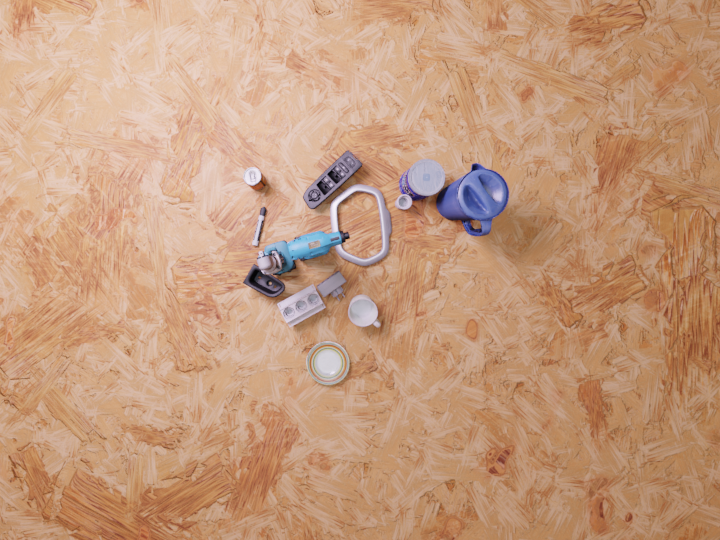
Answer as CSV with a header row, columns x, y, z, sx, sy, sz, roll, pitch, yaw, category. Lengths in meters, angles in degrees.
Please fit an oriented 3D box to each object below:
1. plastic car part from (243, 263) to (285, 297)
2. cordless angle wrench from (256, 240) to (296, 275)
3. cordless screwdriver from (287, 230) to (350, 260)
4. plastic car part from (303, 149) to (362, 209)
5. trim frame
x,y,z,sx,sy,sz,roll,pitch,yaw,category
-0.280,0.036,1.260,0.116,0.071,0.066,30,90,-2,plastic car part
-0.221,-0.026,1.085,0.074,0.426,0.097,-18,95,-4,cordless angle wrench
-0.115,-0.075,1.173,0.159,0.250,0.074,-16,94,-3,cordless screwdriver
-0.090,-0.266,1.264,0.203,0.067,0.066,-43,93,0,plastic car part
0.003,-0.137,1.284,0.184,0.027,0.248,-8,90,0,trim frame
